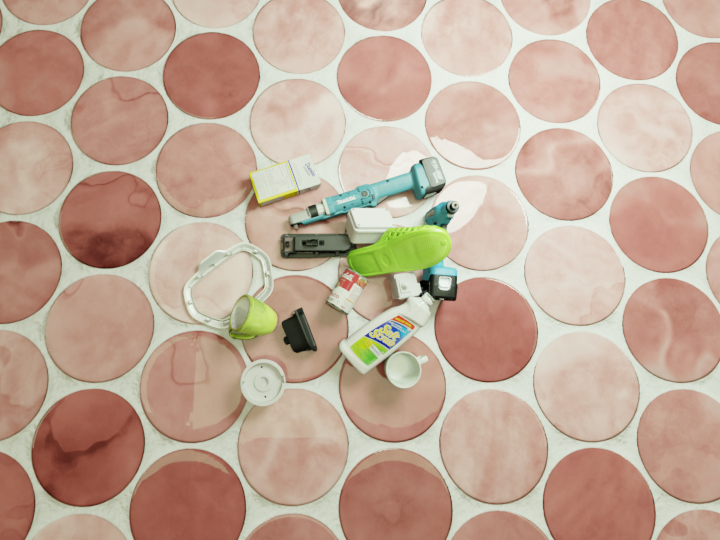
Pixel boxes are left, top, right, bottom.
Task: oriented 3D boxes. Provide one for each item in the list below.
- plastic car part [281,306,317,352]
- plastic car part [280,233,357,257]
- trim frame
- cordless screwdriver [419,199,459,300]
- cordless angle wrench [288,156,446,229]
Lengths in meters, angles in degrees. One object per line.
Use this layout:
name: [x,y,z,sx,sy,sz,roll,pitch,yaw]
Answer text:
plastic car part: [-0.163,0.160,1.069,0.072,0.065,0.117,-20,85,9]
plastic car part: [-0.108,-0.071,1.109,0.201,0.066,0.067,0,74,-4]
trim frame: [-0.342,0.036,1.100,0.247,0.027,0.187,-38,82,-6]
cordless screwdriver: [0.205,-0.050,1.061,0.074,0.160,0.251,5,82,-8]
cordless angle wrench: [0.010,-0.196,1.130,0.422,0.073,0.099,-18,82,-2]
